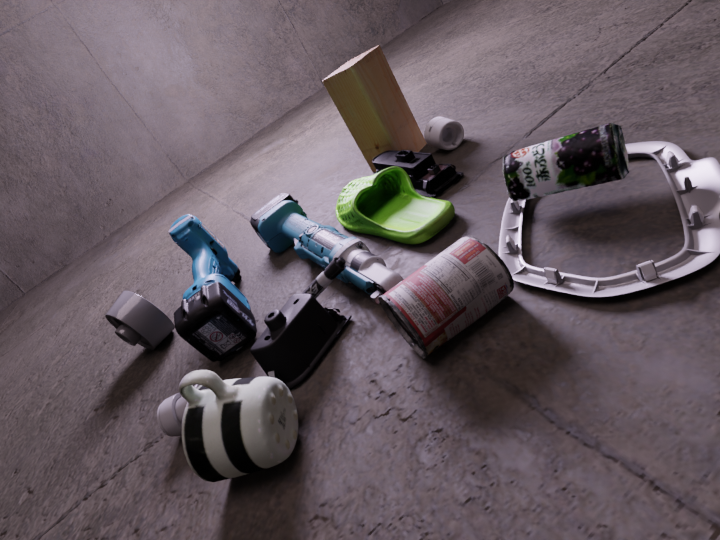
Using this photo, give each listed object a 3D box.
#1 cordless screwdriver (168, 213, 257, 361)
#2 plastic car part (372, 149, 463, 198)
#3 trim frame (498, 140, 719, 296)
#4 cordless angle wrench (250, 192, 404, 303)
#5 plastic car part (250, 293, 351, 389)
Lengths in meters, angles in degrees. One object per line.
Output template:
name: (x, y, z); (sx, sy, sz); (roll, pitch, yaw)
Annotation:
cordless screwdriver: (-0.219, 0.028, 0.652); (0.074, 0.151, 0.262); (-35, 42, 1)
plastic car part: (0.075, -0.169, 0.711); (0.066, 0.064, 0.212); (-44, 26, -7)
trim frame: (0.231, -0.062, 0.412); (0.191, 0.026, 0.249); (-11, 33, 34)
cordless angle wrench: (-0.063, -0.041, 0.642); (0.097, 0.071, 0.445); (-39, 31, -13)
plastic car part: (-0.076, 0.070, 0.475); (0.069, 0.068, 0.115); (-5, 35, 46)
